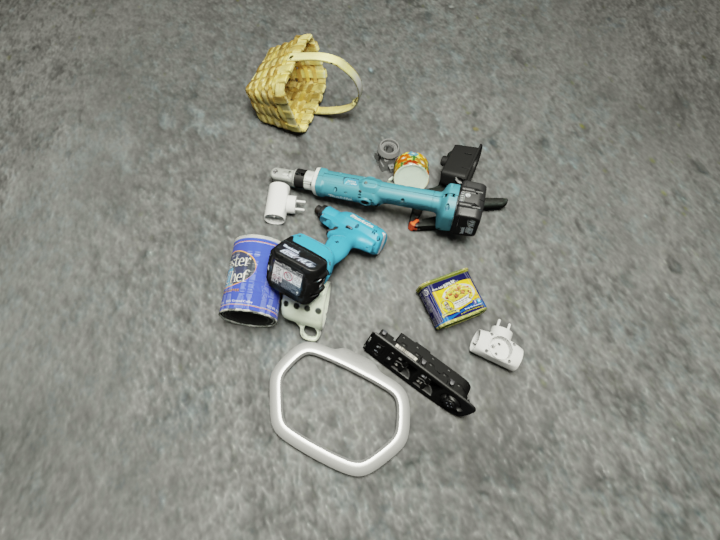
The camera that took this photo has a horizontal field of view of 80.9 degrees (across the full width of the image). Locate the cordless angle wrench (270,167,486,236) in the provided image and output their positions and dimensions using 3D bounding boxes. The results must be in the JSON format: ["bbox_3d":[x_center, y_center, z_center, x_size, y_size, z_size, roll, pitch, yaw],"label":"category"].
[{"bbox_3d":[0.017,-0.155,0.832,0.435,0.094,0.075,13,71,14],"label":"cordless angle wrench"}]

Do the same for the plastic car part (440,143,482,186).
[{"bbox_3d":[0.197,-0.212,0.861,0.073,0.063,0.117,17,62,16],"label":"plastic car part"}]

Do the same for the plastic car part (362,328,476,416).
[{"bbox_3d":[0.105,0.169,0.725,0.209,0.065,0.066,38,43,16],"label":"plastic car part"}]

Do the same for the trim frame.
[{"bbox_3d":[-0.038,0.224,0.711,0.254,0.027,0.185,22,68,11],"label":"trim frame"}]

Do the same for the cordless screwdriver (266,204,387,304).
[{"bbox_3d":[-0.075,-0.049,0.764,0.166,0.073,0.243,30,37,20],"label":"cordless screwdriver"}]
